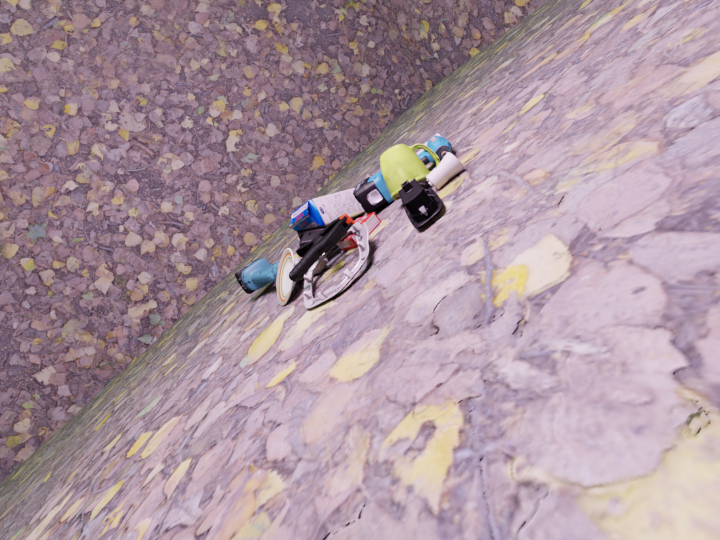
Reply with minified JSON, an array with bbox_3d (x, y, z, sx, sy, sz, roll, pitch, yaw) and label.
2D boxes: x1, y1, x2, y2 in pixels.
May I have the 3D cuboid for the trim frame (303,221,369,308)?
[{"bbox_3d":[-0.049,-0.019,0.823,0.185,0.027,0.255,-42,20,13],"label":"trim frame"}]

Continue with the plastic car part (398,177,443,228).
[{"bbox_3d":[0.102,-0.129,0.757,0.067,0.065,0.207,-31,19,12],"label":"plastic car part"}]

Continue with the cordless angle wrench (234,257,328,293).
[{"bbox_3d":[-0.212,0.005,1.110,0.096,0.073,0.440,-39,18,-30],"label":"cordless angle wrench"}]

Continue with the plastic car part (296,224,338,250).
[{"bbox_3d":[-0.097,-0.063,0.990,0.120,0.064,0.071,-9,24,22],"label":"plastic car part"}]

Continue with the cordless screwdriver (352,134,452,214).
[{"bbox_3d":[0.102,-0.225,0.996,0.252,0.072,0.161,-33,16,17],"label":"cordless screwdriver"}]
